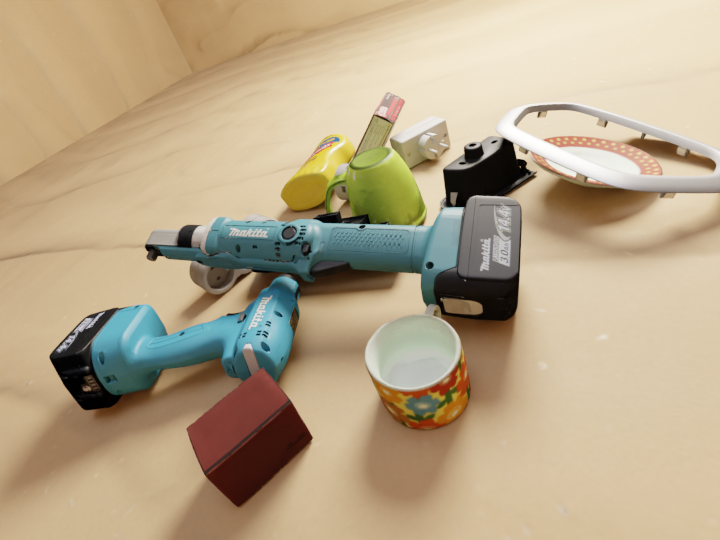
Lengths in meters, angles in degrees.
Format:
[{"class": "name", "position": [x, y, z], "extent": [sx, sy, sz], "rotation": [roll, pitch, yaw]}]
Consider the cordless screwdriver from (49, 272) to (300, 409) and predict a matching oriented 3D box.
[{"class": "cordless screwdriver", "position": [-0.187, 0.066, 0.464], "extent": [0.253, 0.072, 0.162], "rotation": [-10, 27, 11]}]

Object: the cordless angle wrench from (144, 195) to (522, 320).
[{"class": "cordless angle wrench", "position": [-0.064, -0.024, 0.449], "extent": [0.439, 0.070, 0.099], "rotation": [4, 62, 24]}]

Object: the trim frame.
[{"class": "trim frame", "position": [0.271, -0.142, 0.469], "extent": [0.180, 0.026, 0.263], "rotation": [-21, 41, -20]}]

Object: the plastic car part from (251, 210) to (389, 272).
[{"class": "plastic car part", "position": [-0.050, -0.033, 0.514], "extent": [0.209, 0.065, 0.066], "rotation": [-10, 24, 23]}]

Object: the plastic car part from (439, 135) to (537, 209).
[{"class": "plastic car part", "position": [0.149, -0.127, 0.524], "extent": [0.115, 0.068, 0.070], "rotation": [-31, 35, -17]}]
